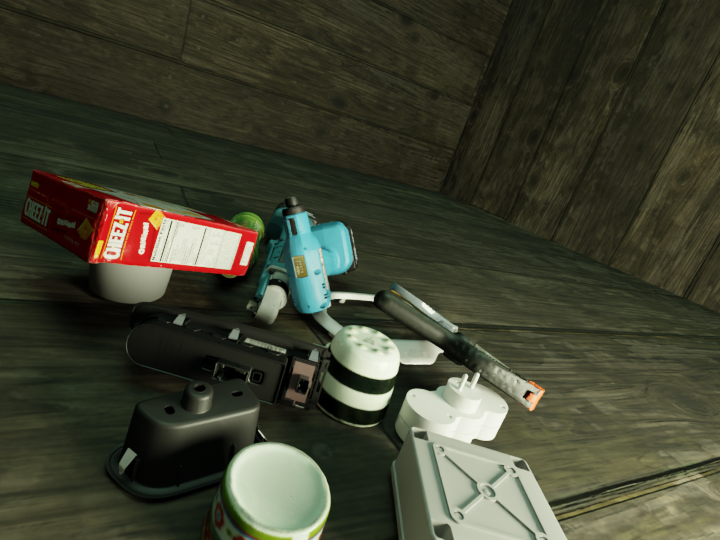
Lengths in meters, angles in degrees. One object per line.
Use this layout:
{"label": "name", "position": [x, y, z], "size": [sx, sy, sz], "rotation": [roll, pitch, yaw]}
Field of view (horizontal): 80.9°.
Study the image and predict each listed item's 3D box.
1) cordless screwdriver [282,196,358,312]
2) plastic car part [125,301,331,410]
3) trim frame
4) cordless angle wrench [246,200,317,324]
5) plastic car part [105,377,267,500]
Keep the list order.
{"label": "cordless screwdriver", "position": [-0.066, -0.043, 0.676], "size": [0.076, 0.157, 0.247], "rotation": [-10, 9, 10]}
{"label": "plastic car part", "position": [-0.134, 0.086, 0.403], "size": [0.204, 0.066, 0.067], "rotation": [17, 9, 3]}
{"label": "trim frame", "position": [0.038, 0.082, 0.653], "size": [0.237, 0.027, 0.194], "rotation": [8, 19, -31]}
{"label": "cordless angle wrench", "position": [-0.134, -0.024, 0.735], "size": [0.096, 0.074, 0.433], "rotation": [25, 19, -13]}
{"label": "plastic car part", "position": [-0.123, 0.118, 0.324], "size": [0.111, 0.070, 0.070], "rotation": [4, 20, -45]}
